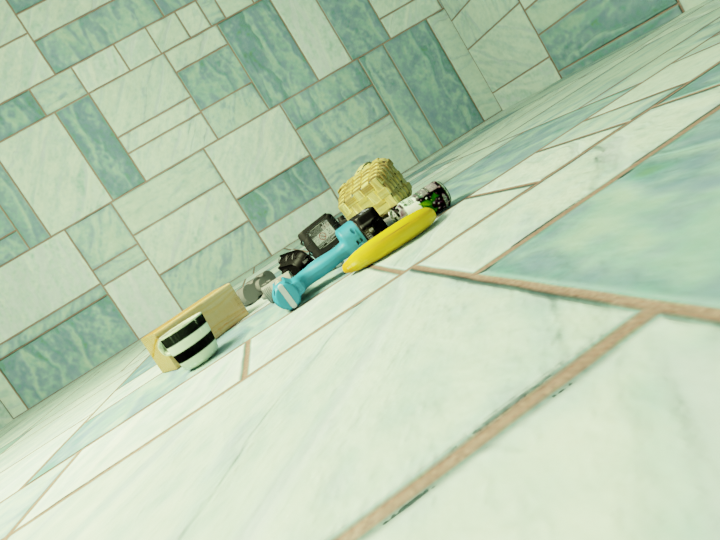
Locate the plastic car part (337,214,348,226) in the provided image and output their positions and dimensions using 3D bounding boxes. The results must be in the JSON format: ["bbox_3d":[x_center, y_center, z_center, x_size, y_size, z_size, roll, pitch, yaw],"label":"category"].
[{"bbox_3d":[-0.049,-0.127,1.254,0.117,0.070,0.066,-33,8,9],"label":"plastic car part"}]

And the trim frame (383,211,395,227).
[{"bbox_3d":[0.017,-0.088,1.003,0.245,0.027,0.189,-33,11,-15],"label":"trim frame"}]

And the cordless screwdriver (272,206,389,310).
[{"bbox_3d":[-0.063,-0.020,0.806,0.248,0.073,0.162,-37,10,-6],"label":"cordless screwdriver"}]

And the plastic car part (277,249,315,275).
[{"bbox_3d":[-0.186,-0.017,1.164,0.066,0.065,0.209,-48,16,-25],"label":"plastic car part"}]

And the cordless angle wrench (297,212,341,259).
[{"bbox_3d":[-0.112,-0.073,1.144,0.097,0.074,0.425,-39,3,-7],"label":"cordless angle wrench"}]
